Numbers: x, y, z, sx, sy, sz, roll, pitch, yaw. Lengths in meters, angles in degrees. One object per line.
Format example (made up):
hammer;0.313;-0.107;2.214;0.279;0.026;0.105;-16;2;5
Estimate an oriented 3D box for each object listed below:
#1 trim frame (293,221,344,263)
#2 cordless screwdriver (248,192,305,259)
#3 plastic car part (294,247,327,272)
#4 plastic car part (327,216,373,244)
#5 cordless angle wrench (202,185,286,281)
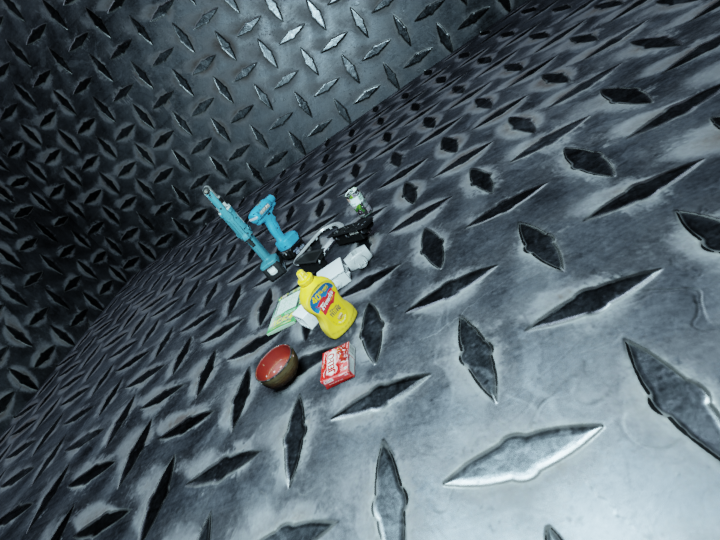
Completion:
trim frame;-0.153;-0.100;1.560;0.192;0.026;0.248;-7;40;47
cordless screwdriver;-0.310;-0.171;1.632;0.077;0.239;0.159;-16;31;42
plastic car part;-0.155;-0.023;1.392;0.121;0.068;0.066;-11;35;44
plastic car part;-0.029;-0.124;1.398;0.212;0.064;0.066;-5;40;49
cordless angle wrench;-0.425;-0.139;1.537;0.075;0.407;0.101;-35;22;6
